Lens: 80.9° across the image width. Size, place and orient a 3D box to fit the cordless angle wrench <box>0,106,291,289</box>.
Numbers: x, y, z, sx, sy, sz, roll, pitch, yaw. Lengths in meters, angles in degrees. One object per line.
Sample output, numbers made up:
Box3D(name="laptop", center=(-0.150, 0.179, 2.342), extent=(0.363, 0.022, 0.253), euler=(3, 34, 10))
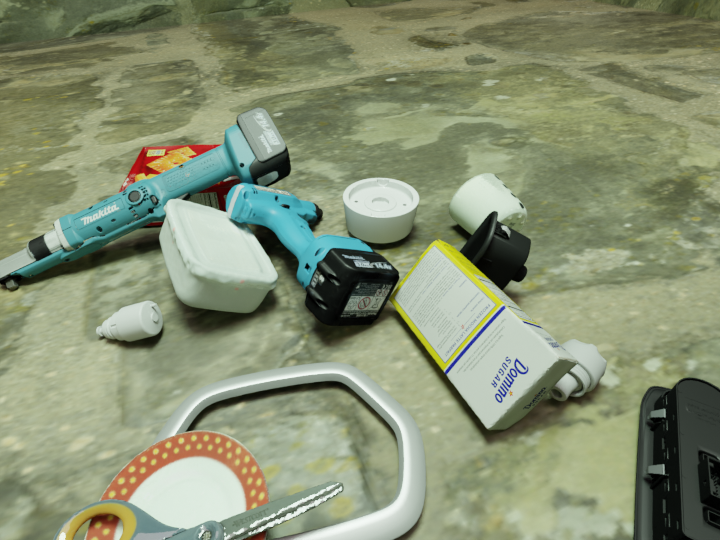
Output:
Box3D(name="cordless angle wrench", center=(-0.302, -0.093, 0.591), extent=(0.420, 0.073, 0.100), euler=(-28, 79, -7))

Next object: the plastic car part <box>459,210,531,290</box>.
Box3D(name="plastic car part", center=(0.153, -0.005, 0.495), extent=(0.070, 0.116, 0.066), euler=(27, 41, -5))

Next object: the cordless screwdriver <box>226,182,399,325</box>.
Box3D(name="cordless screwdriver", center=(-0.054, -0.035, 0.550), extent=(0.151, 0.074, 0.263), euler=(2, 30, -46))

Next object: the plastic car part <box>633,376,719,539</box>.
Box3D(name="plastic car part", center=(0.256, 0.159, 0.325), extent=(0.069, 0.065, 0.201), euler=(12, 39, 26))

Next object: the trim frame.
Box3D(name="trim frame", center=(-0.068, 0.163, 0.363), extent=(0.245, 0.027, 0.193), euler=(-9, 39, -10))
